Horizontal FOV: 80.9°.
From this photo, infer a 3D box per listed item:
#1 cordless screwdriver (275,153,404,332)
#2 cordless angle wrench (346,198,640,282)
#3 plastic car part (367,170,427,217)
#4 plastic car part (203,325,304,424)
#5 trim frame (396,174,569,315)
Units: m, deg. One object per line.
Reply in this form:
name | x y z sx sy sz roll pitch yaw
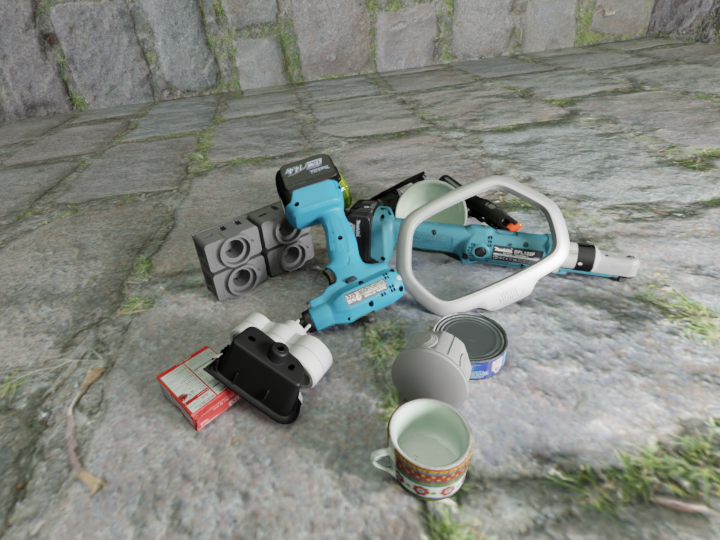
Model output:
cordless screwdriver | -0.061 -0.040 0.623 0.158 0.073 0.256 -24 73 -9
cordless angle wrench | 0.186 -0.040 0.661 0.436 0.095 0.074 9 31 18
plastic car part | 0.070 -0.129 0.847 0.198 0.065 0.070 -26 63 -29
plastic car part | -0.106 0.107 0.474 0.120 0.070 0.065 29 31 14
trim frame | 0.169 -0.036 0.610 0.248 0.027 0.190 -26 70 0
